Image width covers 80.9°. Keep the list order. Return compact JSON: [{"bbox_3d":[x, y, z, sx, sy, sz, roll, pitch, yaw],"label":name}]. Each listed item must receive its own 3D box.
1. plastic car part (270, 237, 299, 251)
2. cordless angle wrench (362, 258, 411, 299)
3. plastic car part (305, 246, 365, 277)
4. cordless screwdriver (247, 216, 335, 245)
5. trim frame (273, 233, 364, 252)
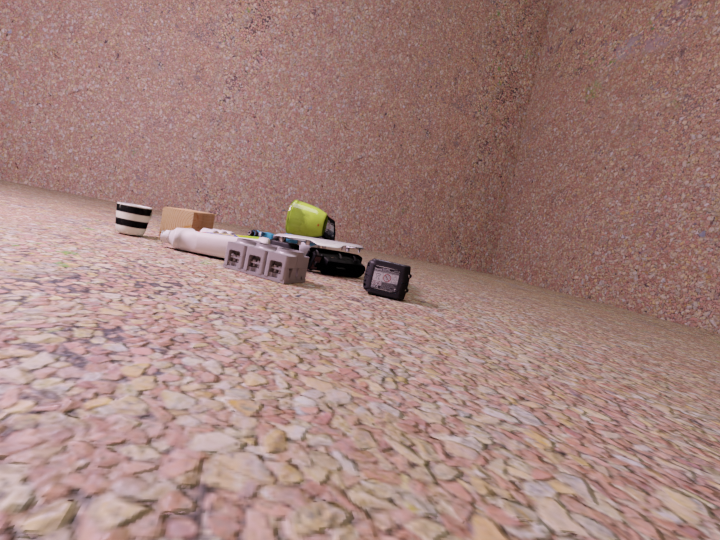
[{"bbox_3d":[-0.222,-0.061,1.211,0.120,0.071,0.064,16,5,14],"label":"plastic car part"},{"bbox_3d":[0.083,0.014,1.085,0.100,0.074,0.415,12,3,8],"label":"cordless angle wrench"},{"bbox_3d":[-0.058,-0.016,1.129,0.193,0.066,0.071,5,22,-46],"label":"plastic car part"},{"bbox_3d":[-0.207,-0.109,1.266,0.258,0.076,0.150,-12,-24,34],"label":"cordless screwdriver"},{"bbox_3d":[-0.110,-0.072,1.124,0.241,0.027,0.190,10,0,-18],"label":"trim frame"}]
